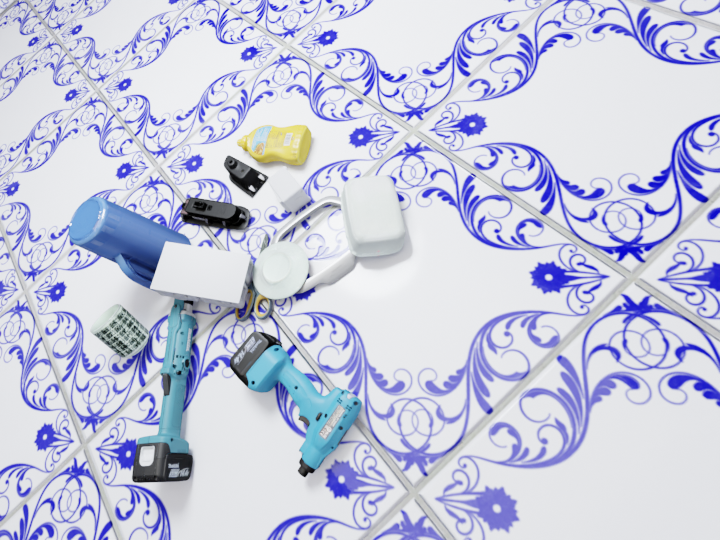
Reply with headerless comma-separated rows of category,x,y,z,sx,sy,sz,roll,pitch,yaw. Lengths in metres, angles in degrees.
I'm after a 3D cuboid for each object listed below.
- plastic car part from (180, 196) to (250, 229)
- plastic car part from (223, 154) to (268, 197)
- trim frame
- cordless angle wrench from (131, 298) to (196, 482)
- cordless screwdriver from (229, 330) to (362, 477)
plastic car part,-0.357,-0.145,1.020,0.211,0.064,0.067,13,67,21
plastic car part,-0.293,-0.242,1.029,0.122,0.068,0.066,35,82,24
trim frame,-0.088,-0.058,0.904,0.248,0.026,0.193,-36,61,1
cordless angle wrench,-0.384,0.197,0.878,0.076,0.093,0.435,-12,61,13
cordless screwdriver,-0.137,0.235,0.776,0.260,0.071,0.159,32,82,24
